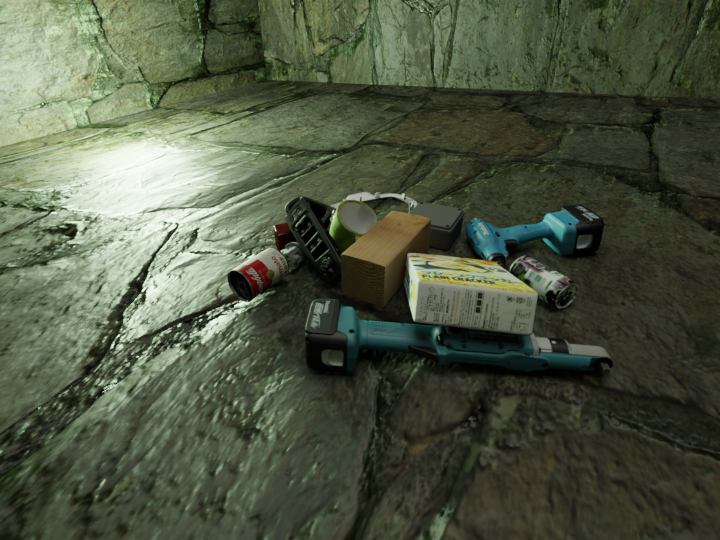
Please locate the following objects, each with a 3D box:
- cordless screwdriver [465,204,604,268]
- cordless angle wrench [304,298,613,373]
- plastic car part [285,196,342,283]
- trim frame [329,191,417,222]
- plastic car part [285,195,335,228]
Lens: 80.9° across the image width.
[{"bbox_3d":[0.356,-0.062,0.858,0.250,0.072,0.164,-7,32,3],"label":"cordless screwdriver"},{"bbox_3d":[0.133,0.108,0.618,0.429,0.072,0.099,3,31,7],"label":"cordless angle wrench"},{"bbox_3d":[-0.084,-0.055,0.862,0.067,0.063,0.213,-42,54,16],"label":"plastic car part"},{"bbox_3d":[0.030,-0.160,1.089,0.244,0.027,0.194,-16,33,-15],"label":"trim frame"},{"bbox_3d":[-0.117,-0.128,1.014,0.122,0.067,0.066,26,72,29],"label":"plastic car part"}]
